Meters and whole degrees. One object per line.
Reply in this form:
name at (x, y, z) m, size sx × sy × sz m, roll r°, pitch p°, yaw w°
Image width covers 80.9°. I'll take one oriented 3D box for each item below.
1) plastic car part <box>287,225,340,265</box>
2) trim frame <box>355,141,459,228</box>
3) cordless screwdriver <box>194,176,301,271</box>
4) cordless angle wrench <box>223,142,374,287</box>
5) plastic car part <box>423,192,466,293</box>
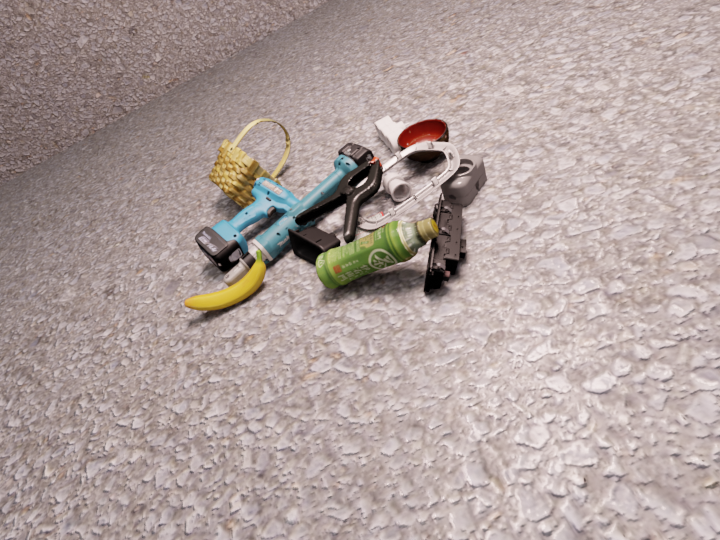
plastic car part at (-0.085, -0.055, 0.864) m, size 0.123 × 0.063 × 0.070 m, roll 24°, pitch 48°, yaw 40°
trim frame at (0.078, -0.175, 0.840) m, size 0.250 × 0.026 × 0.193 m, roll -34°, pitch 41°, yaw 7°
cordless screwdriver at (-0.249, -0.104, 0.985) m, size 0.166 × 0.071 × 0.247 m, roll 31°, pitch 67°, yaw 23°
cordless angle wrench at (-0.134, -0.115, 0.928) m, size 0.421 × 0.093 × 0.079 m, roll -44°, pitch 46°, yaw -10°
plastic car part at (0.146, -0.056, 0.724) m, size 0.068 × 0.063 × 0.207 m, roll 1°, pitch 49°, yaw 12°
